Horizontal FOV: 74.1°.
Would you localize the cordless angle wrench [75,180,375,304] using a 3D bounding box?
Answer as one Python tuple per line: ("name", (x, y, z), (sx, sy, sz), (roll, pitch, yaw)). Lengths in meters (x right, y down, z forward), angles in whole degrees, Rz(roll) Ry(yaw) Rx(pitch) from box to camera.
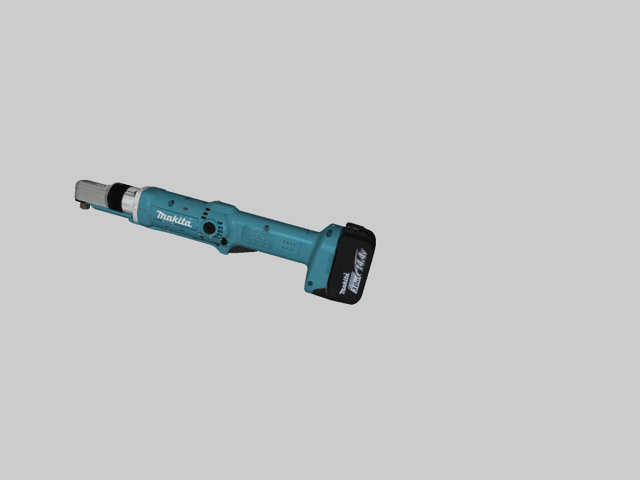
("cordless angle wrench", (-0.139, -0.019, 0.577), (0.423, 0.098, 0.074), (15, 16, 6))
